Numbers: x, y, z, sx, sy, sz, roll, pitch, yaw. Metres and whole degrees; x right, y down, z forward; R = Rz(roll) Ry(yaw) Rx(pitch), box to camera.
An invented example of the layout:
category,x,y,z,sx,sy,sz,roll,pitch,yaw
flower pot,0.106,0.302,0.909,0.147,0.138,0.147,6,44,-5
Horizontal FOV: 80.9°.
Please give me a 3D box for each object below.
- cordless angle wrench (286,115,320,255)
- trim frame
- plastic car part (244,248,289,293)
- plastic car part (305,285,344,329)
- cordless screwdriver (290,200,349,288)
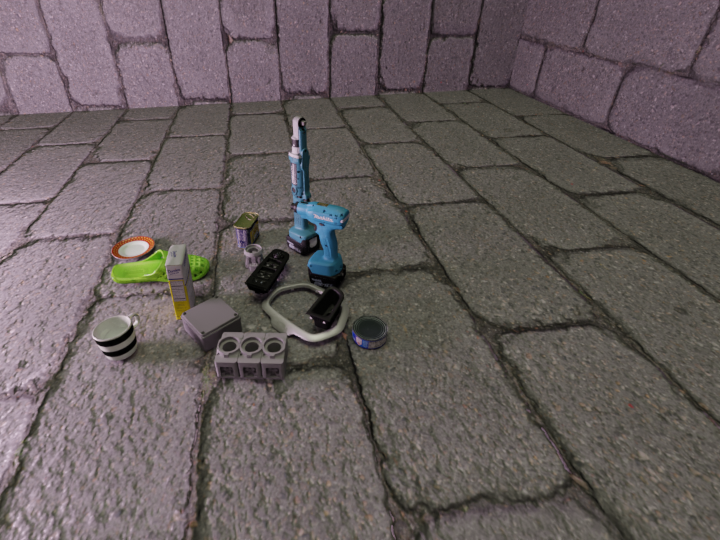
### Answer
category,x,y,z,sx,sy,sz,roll,pitch,yaw
cordless angle wrench,-0.175,-0.243,1.247,0.103,0.411,0.072,31,43,35
trim frame,-0.144,0.103,1.094,0.262,0.027,0.180,28,45,34
plastic car part,-0.254,0.007,1.196,0.068,0.065,0.205,8,36,10
plastic car part,-0.080,0.102,1.057,0.068,0.069,0.116,15,38,19
cordless screwdriver,-0.113,-0.074,1.155,0.165,0.241,0.074,16,37,19
